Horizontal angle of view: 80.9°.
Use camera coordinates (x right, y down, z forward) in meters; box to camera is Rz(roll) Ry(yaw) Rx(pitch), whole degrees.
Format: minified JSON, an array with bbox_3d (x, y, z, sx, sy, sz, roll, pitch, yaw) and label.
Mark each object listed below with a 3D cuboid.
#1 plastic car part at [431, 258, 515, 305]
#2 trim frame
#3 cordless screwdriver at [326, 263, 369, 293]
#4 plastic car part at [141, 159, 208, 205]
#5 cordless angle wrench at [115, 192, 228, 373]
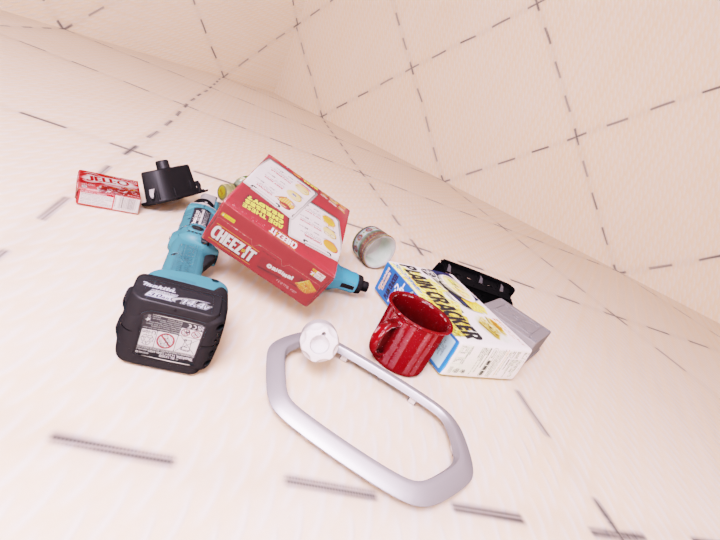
[{"bbox_3d":[0.246,0.039,0.896,0.196,0.066,0.069,16,33,-18],"label":"plastic car part"},{"bbox_3d":[0.006,0.147,0.460,0.255,0.027,0.181,27,23,11],"label":"trim frame"},{"bbox_3d":[-0.075,-0.049,0.763,0.155,0.074,0.258,17,27,-17],"label":"cordless screwdriver"},{"bbox_3d":[-0.327,-0.154,0.723,0.068,0.070,0.115,-6,13,18],"label":"plastic car part"},{"bbox_3d":[-0.229,-0.033,0.580,0.095,0.074,0.440,16,21,-21],"label":"cordless angle wrench"}]
